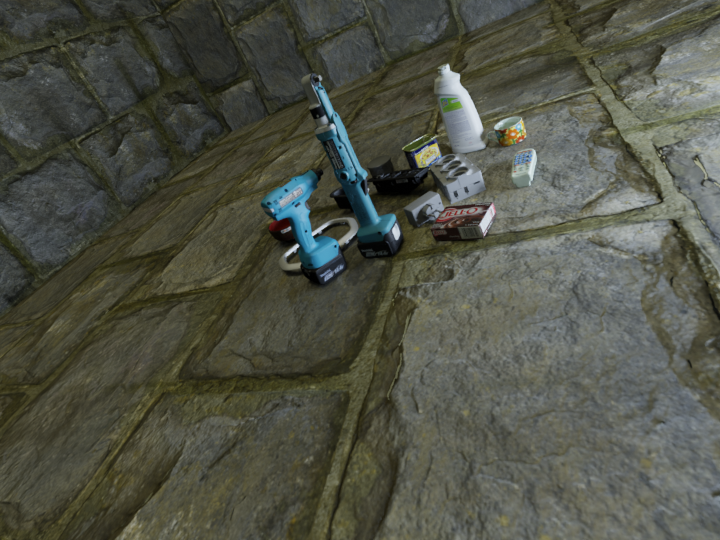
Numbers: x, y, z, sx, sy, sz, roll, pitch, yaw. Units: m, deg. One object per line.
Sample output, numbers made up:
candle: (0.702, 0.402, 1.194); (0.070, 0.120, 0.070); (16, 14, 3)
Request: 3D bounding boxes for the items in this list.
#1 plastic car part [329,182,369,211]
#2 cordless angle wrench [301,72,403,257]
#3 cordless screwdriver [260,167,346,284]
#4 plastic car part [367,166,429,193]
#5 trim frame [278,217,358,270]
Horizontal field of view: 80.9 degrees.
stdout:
plastic car part: (-0.025, -0.206, 1.226); (0.122, 0.068, 0.065); (1, 40, 40)
cordless angle wrench: (-0.025, -0.213, 0.906); (0.102, 0.406, 0.074); (-5, 34, 35)
cordless screwdriver: (-0.107, -0.101, 0.968); (0.157, 0.239, 0.078); (-39, 30, -21)
plastic car part: (0.106, -0.252, 1.195); (0.214, 0.064, 0.065); (12, 47, 48)
trim frame: (-0.111, -0.073, 1.138); (0.246, 0.026, 0.194); (-42, 33, -22)
